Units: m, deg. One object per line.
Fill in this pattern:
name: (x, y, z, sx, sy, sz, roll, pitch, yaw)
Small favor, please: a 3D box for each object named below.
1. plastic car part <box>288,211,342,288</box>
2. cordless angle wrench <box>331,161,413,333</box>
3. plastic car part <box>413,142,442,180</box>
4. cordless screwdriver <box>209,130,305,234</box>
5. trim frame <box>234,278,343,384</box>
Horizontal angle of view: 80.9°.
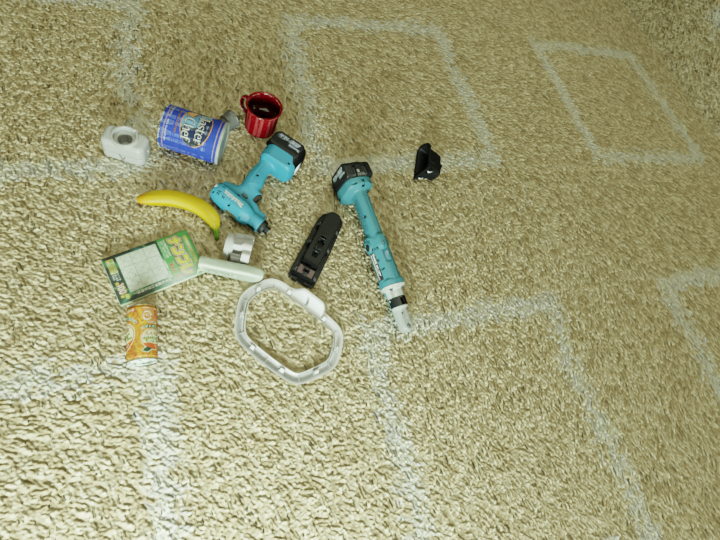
plastic car part: (-0.096, -0.063, 0.981, 0.067, 0.066, 0.204, 24, 57, 0)
cordless angle wrench: (0.038, -0.059, 1.004, 0.072, 0.099, 0.433, -11, 72, -28)
plastic car part: (0.198, -0.302, 1.195, 0.068, 0.067, 0.118, 28, 55, -23)
cordless screwdriver: (-0.218, -0.207, 1.007, 0.160, 0.074, 0.248, 37, 64, 1)
trim frame: (-0.149, 0.122, 0.890, 0.251, 0.027, 0.183, 36, 59, 4)
